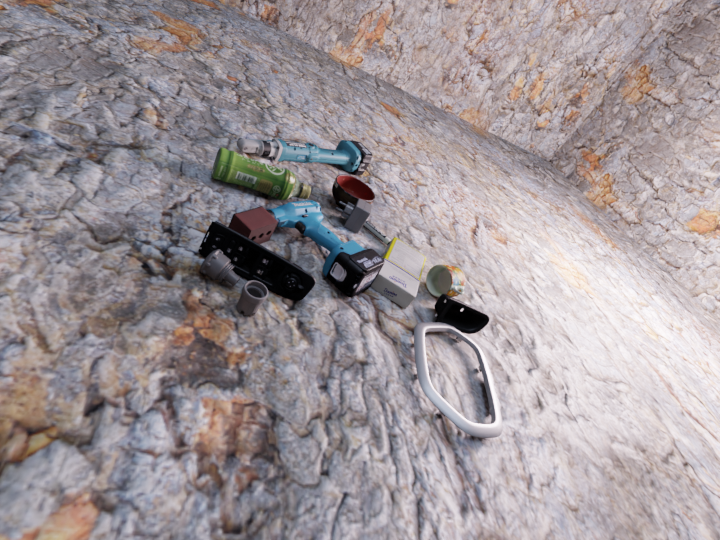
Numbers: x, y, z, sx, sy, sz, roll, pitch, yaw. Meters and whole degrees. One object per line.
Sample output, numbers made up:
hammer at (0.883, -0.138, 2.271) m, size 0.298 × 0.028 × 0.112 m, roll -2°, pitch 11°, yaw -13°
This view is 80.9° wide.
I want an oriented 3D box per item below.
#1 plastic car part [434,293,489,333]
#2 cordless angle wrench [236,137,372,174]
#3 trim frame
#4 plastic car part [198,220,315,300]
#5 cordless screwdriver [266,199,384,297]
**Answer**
plastic car part at (0.207, 0.087, 0.905) m, size 0.112 × 0.066 × 0.074 m, roll 20°, pitch 20°, yaw -24°
cordless angle wrench at (-0.148, -0.328, 1.176) m, size 0.404 × 0.074 × 0.103 m, roll -7°, pitch 48°, yaw -40°
trim frame at (0.176, 0.187, 0.769) m, size 0.181 × 0.027 × 0.254 m, roll 22°, pitch 31°, yaw -11°
plastic car part at (-0.175, -0.013, 0.737) m, size 0.203 × 0.066 × 0.067 m, roll 29°, pitch 7°, yaw 0°
cordless screwdriver at (-0.083, -0.054, 0.850) m, size 0.260 × 0.074 × 0.153 m, roll 43°, pitch 35°, yaw 26°
